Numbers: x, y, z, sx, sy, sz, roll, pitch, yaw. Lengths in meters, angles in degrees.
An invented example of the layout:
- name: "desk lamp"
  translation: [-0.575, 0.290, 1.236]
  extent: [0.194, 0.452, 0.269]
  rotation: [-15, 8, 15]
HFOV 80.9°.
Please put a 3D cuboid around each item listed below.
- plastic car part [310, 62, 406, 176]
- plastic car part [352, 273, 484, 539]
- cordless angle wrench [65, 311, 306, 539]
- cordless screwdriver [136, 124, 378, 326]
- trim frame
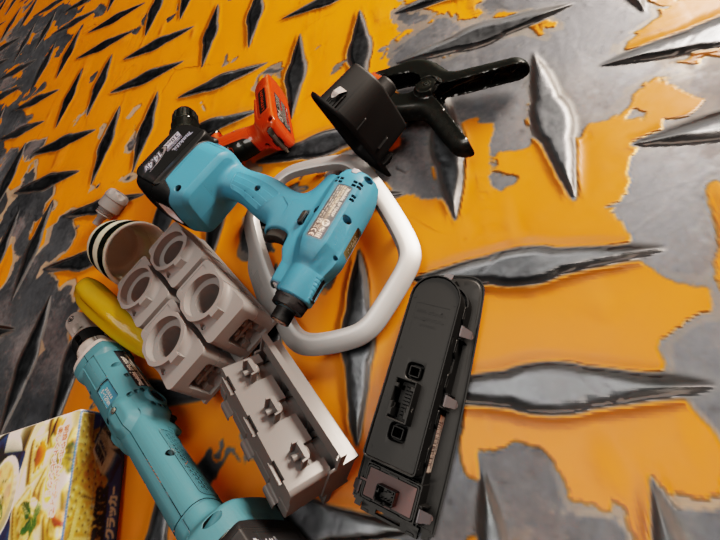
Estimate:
- name: "plastic car part"
  translation: [0.009, -0.163, 0.437]
  extent: [0.071, 0.110, 0.069]
  rotation: [-46, 56, 1]
- name: "plastic car part"
  translation: [0.044, 0.087, 0.331]
  extent: [0.070, 0.063, 0.204]
  rotation: [7, 66, 35]
- name: "cordless angle wrench"
  translation: [-0.214, 0.147, 0.413]
  extent: [0.447, 0.093, 0.074]
  rotation: [28, 77, 37]
- name: "cordless screwdriver"
  translation: [-0.123, -0.055, 0.431]
  extent: [0.259, 0.071, 0.159]
  rotation: [21, 68, 23]
- name: "trim frame"
  translation: [-0.044, -0.029, 0.453]
  extent: [0.185, 0.026, 0.260]
  rotation: [-33, 57, 7]
